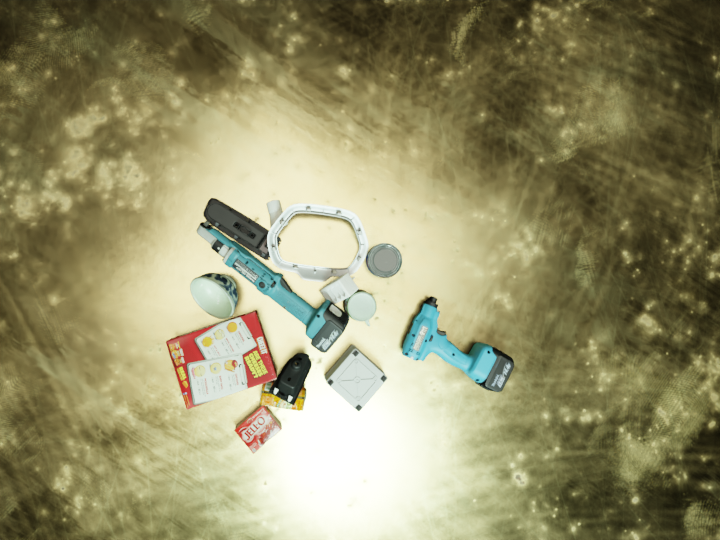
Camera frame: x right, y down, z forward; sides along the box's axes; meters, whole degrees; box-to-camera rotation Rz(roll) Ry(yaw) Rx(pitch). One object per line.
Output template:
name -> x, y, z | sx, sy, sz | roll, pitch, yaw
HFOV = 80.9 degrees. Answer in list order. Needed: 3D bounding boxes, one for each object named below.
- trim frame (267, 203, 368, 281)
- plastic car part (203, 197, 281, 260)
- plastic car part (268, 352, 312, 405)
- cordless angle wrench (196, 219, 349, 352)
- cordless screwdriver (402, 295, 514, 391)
trim frame -> -0.099, -0.065, 1.016 | 0.243, 0.028, 0.182 | 7, 101, -13
plastic car part -> -0.293, -0.103, 1.016 | 0.204, 0.067, 0.066 | 33, 92, 1
plastic car part -> -0.153, 0.234, 0.971 | 0.067, 0.070, 0.117 | 24, 55, 5
cordless angle wrench -> -0.220, 0.025, 1.000 | 0.426, 0.073, 0.098 | 37, 112, 4
cordless screwdriver -> 0.240, 0.178, 1.022 | 0.250, 0.074, 0.159 | 24, 85, 2
